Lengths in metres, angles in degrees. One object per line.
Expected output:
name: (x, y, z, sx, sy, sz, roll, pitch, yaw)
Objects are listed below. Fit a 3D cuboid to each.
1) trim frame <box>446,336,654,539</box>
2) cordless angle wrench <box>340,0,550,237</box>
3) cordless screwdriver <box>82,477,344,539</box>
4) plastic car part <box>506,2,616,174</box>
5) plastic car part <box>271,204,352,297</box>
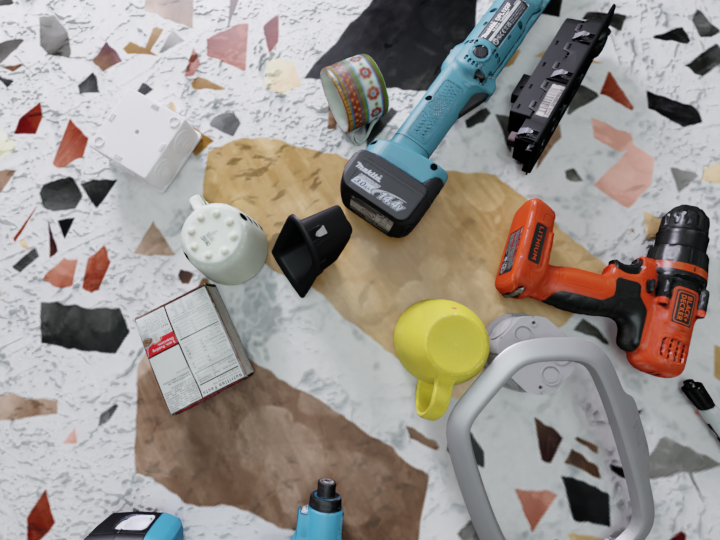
trim frame: (0.181, 0.178, 0.391, 0.184, 0.028, 0.246, -21, 95, 0)
cordless angle wrench: (0.130, -0.230, 0.484, 0.100, 0.073, 0.422, 34, 81, 7)
cordless screwdriver: (-0.137, 0.276, 0.403, 0.249, 0.073, 0.161, 5, 80, 0)
plastic car part: (0.220, -0.211, 0.481, 0.071, 0.063, 0.203, 32, 83, 32)
plastic car part: (-0.043, -0.028, 0.440, 0.069, 0.117, 0.067, -31, 83, -28)
